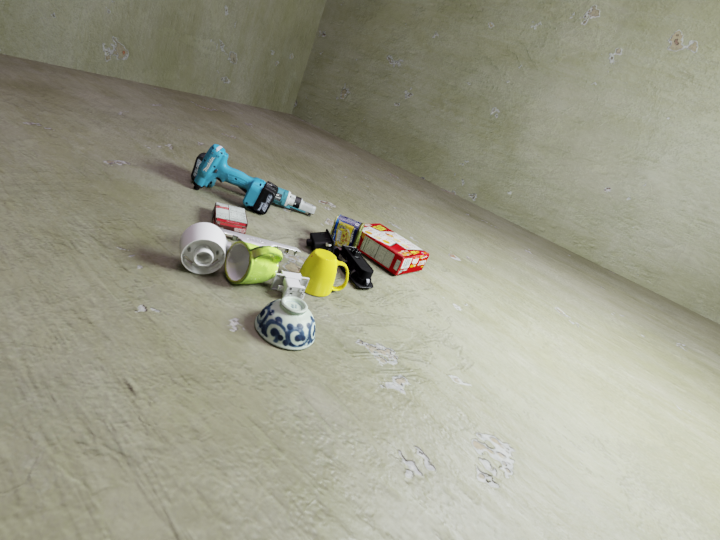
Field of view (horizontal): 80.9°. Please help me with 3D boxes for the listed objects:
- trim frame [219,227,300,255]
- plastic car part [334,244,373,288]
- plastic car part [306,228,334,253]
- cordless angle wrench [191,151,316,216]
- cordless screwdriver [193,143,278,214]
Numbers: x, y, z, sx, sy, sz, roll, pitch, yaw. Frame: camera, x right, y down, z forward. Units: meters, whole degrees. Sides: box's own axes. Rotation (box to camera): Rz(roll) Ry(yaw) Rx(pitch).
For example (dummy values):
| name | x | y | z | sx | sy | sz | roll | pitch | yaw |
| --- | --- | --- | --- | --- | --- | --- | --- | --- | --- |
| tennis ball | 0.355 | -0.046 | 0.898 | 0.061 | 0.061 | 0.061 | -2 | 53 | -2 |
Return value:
| name | x | y | z | sx | sy | sz | roll | pitch | yaw |
| --- | --- | --- | --- | --- | --- | --- | --- | --- | --- |
| trim frame | -0.264 | -0.072 | 1.032 | 0.241 | 0.027 | 0.190 | 16 | -2 | -18 |
| plastic car part | -0.014 | -0.019 | 1.164 | 0.063 | 0.067 | 0.213 | 16 | 25 | -32 |
| plastic car part | -0.119 | -0.078 | 1.212 | 0.069 | 0.065 | 0.122 | -2 | 26 | -16 |
| cordless angle wrench | -0.346 | -0.277 | 1.417 | 0.414 | 0.097 | 0.076 | 20 | 19 | -11 |
| cordless screwdriver | -0.391 | -0.261 | 1.317 | 0.243 | 0.160 | 0.076 | 34 | 23 | -12 |
